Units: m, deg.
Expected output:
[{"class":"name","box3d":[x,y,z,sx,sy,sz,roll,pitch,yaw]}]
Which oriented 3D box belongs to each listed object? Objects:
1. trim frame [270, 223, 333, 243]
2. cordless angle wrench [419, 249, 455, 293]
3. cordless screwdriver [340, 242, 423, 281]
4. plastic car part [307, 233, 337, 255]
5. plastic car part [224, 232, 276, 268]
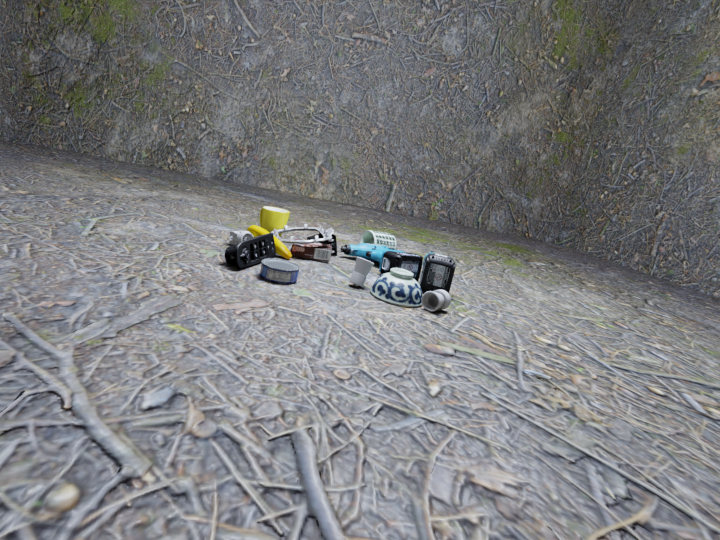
[{"class":"trim frame","box3d":[-0.173,-0.111,1.253,0.181,0.027,0.256,-3,13,-12]},{"class":"cordless angle wrench","box3d":[0.214,-0.014,1.242,0.075,0.097,0.419,13,9,5]},{"class":"cordless screwdriver","box3d":[0.055,-0.034,1.210,0.153,0.074,0.260,5,11,-24]},{"class":"plastic car part","box3d":[-0.127,-0.083,1.301,0.068,0.065,0.123,-12,19,-29]},{"class":"plastic car part","box3d":[-0.268,-0.050,1.024,0.068,0.065,0.201,4,12,8]}]
